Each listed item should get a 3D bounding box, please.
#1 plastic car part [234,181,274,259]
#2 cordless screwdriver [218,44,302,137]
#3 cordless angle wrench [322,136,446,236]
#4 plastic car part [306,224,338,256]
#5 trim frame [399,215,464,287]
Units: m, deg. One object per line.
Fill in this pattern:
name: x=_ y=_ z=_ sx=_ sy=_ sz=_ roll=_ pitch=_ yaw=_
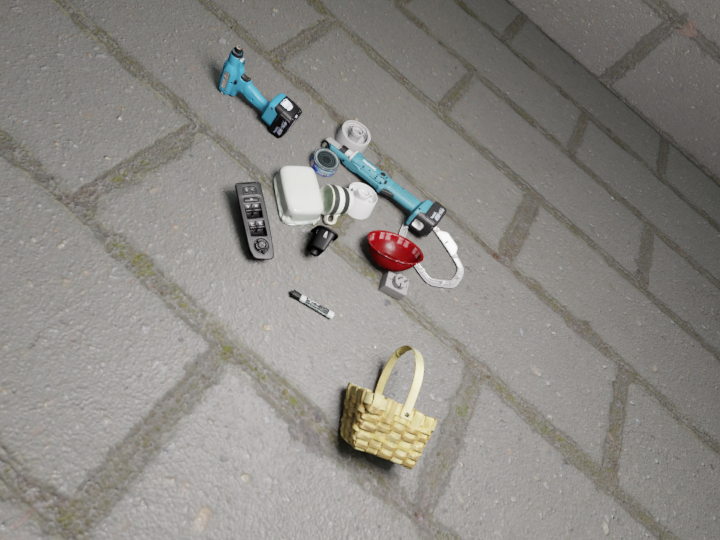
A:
plastic car part: x=-0.266 y=-0.115 z=1.041 sx=0.063 sy=0.068 sz=0.207 roll=-6 pitch=71 yaw=-37
cordless screwdriver: x=-0.280 y=-0.501 z=1.188 sx=0.246 sy=0.161 sz=0.074 roll=38 pitch=55 yaw=-6
cordless angle wrench: x=0.057 y=-0.268 z=1.264 sx=0.429 sy=0.074 sz=0.097 roll=39 pitch=54 yaw=7
plastic car part: x=-0.105 y=-0.069 z=1.073 sx=0.065 sy=0.118 sz=0.071 roll=32 pitch=79 yaw=-11
trim frame: x=0.214 y=-0.060 z=1.259 sx=0.179 sy=0.028 sz=0.255 roll=-24 pitch=74 yaw=-34
